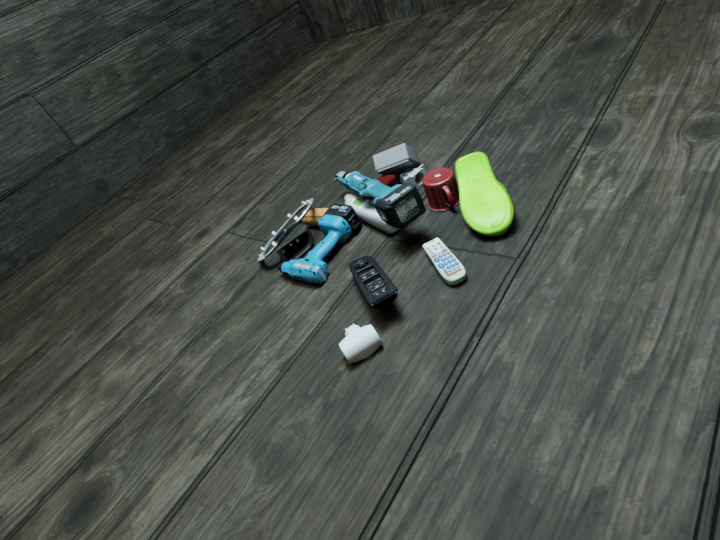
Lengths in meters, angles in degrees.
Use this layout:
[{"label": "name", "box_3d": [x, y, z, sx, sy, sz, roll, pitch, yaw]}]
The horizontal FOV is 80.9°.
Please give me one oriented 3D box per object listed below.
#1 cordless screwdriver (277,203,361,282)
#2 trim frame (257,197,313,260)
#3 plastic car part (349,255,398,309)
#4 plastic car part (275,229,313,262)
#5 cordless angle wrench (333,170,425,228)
[{"label": "cordless screwdriver", "box_3d": [-0.114, -0.074, 1.162, 0.167, 0.070, 0.248, 7, 54, 39]}, {"label": "trim frame", "box_3d": [-0.226, -0.125, 1.260, 0.248, 0.027, 0.190, -46, 20, 2]}, {"label": "plastic car part", "box_3d": [0.030, 0.027, 0.950, 0.066, 0.064, 0.212, -35, 33, 2]}, {"label": "plastic car part", "box_3d": [-0.194, -0.069, 1.223, 0.115, 0.064, 0.074, -42, 24, -22]}, {"label": "cordless angle wrench", "box_3d": [0.022, -0.221, 1.149, 0.097, 0.071, 0.444, -35, 31, -7]}]
